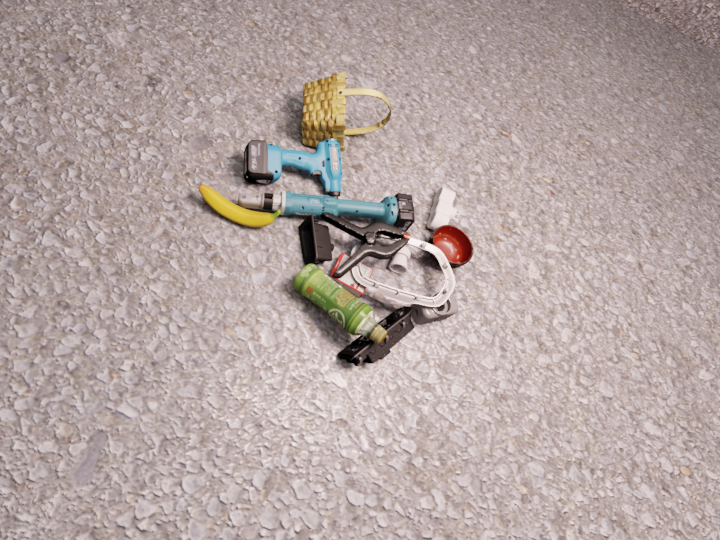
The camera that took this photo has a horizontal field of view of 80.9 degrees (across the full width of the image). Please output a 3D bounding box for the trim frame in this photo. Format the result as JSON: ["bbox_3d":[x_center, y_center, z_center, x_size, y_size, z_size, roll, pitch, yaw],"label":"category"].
[{"bbox_3d":[0.099,-0.007,0.978,0.250,0.027,0.186,18,59,2],"label":"trim frame"}]

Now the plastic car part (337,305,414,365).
[{"bbox_3d":[0.050,0.146,0.915,0.199,0.068,0.067,-38,95,-29],"label":"plastic car part"}]

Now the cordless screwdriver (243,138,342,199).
[{"bbox_3d":[-0.163,-0.247,1.053,0.242,0.076,0.160,-5,86,-20],"label":"cordless screwdriver"}]

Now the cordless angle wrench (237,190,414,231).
[{"bbox_3d":[-0.082,-0.153,1.024,0.415,0.097,0.076,4,66,-11],"label":"cordless angle wrench"}]

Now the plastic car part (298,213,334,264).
[{"bbox_3d":[-0.097,-0.063,0.991,0.068,0.067,0.120,2,65,-34],"label":"plastic car part"}]
